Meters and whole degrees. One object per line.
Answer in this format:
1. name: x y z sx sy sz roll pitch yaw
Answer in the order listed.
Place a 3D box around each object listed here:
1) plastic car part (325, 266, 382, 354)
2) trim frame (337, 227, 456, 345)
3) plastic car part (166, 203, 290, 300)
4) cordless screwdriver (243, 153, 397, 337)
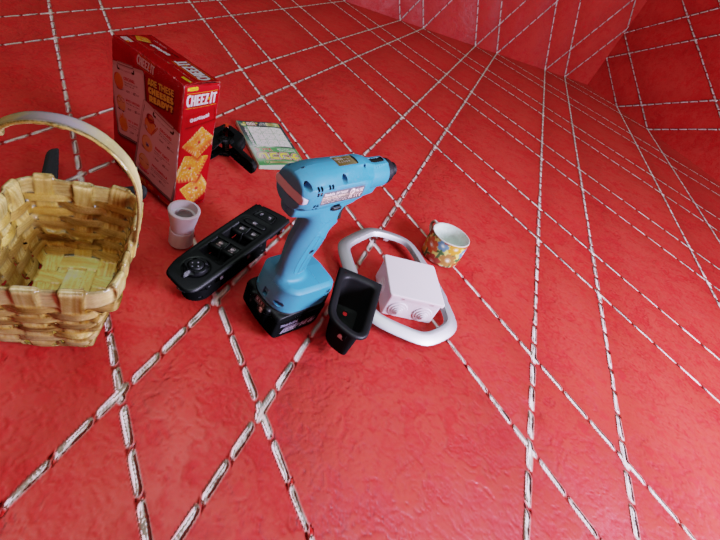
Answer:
1. plastic car part: -0.019 0.063 0.568 0.066 0.070 0.118 22 39 -3
2. trim frame: 0.059 0.017 0.689 0.177 0.027 0.260 0 44 -25
3. plastic car part: -0.186 -0.024 0.593 0.068 0.066 0.200 32 40 9
4. cordless screwdriver: -0.051 -0.033 0.523 0.154 0.246 0.078 -20 58 -41
